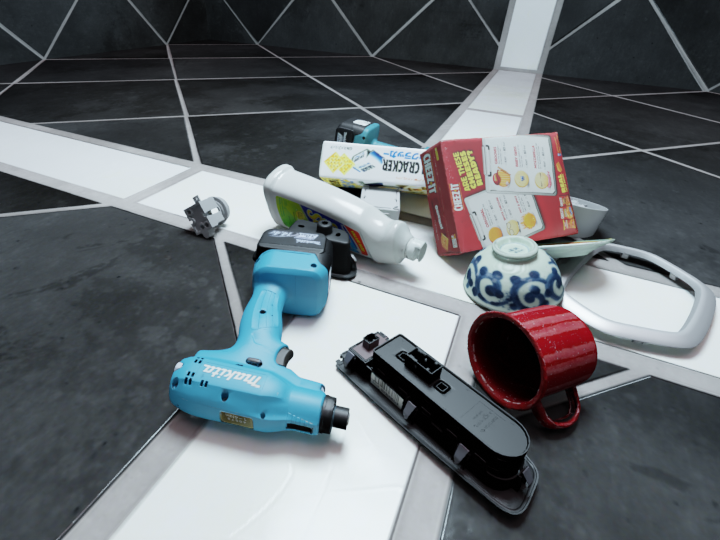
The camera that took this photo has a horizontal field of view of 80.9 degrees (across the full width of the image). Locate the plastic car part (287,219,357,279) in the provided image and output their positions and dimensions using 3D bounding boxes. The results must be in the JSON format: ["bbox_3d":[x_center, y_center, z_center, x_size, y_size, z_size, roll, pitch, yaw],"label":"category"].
[{"bbox_3d":[-0.058,-0.038,0.593,0.120,0.069,0.066,11,36,17],"label":"plastic car part"}]

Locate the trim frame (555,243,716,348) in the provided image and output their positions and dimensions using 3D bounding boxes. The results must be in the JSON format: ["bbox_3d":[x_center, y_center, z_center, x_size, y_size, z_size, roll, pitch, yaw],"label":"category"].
[{"bbox_3d":[0.356,0.023,0.568,0.194,0.027,0.242,30,44,33],"label":"trim frame"}]

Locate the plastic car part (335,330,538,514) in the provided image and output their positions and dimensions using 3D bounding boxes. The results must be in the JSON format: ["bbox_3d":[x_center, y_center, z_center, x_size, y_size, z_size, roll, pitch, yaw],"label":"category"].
[{"bbox_3d":[0.068,0.115,0.385,0.064,0.066,0.215,-15,39,-39],"label":"plastic car part"}]

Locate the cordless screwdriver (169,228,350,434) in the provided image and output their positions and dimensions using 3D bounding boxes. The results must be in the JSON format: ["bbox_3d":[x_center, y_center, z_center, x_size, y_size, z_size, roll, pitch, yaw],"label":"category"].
[{"bbox_3d":[-0.074,0.055,0.455,0.162,0.072,0.252,8,38,7],"label":"cordless screwdriver"}]

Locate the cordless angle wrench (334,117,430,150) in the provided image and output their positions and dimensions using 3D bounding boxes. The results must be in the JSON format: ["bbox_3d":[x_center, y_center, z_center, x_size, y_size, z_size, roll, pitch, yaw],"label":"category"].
[{"bbox_3d":[0.146,-0.213,0.863,0.440,0.096,0.073,23,37,21],"label":"cordless angle wrench"}]
